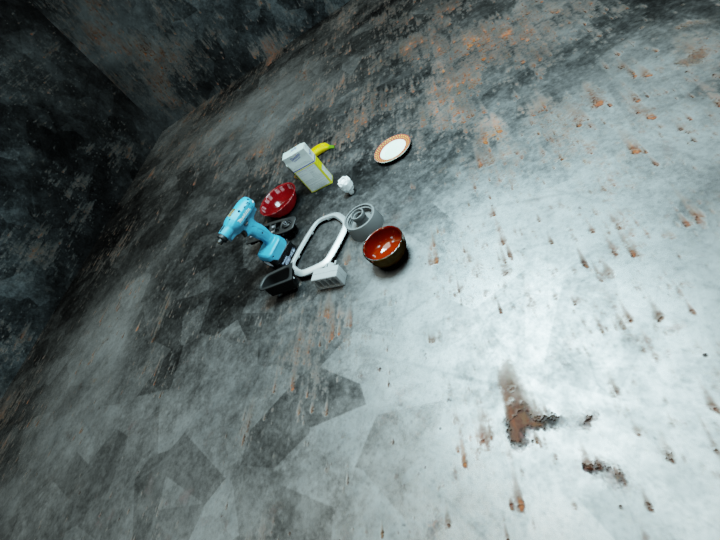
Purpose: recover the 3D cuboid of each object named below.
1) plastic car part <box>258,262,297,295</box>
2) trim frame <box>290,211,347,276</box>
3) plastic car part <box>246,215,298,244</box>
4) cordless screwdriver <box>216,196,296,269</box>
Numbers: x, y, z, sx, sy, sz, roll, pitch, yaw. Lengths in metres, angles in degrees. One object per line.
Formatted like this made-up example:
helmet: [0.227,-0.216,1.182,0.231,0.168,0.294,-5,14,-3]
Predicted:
plastic car part: [-0.229,0.038,1.230,0.119,0.067,0.068,-25,42,21]
trim frame: [-0.126,-0.082,1.284,0.193,0.026,0.250,1,56,41]
plastic car part: [-0.294,-0.127,1.436,0.209,0.063,0.068,-17,45,29]
cordless screwdriver: [-0.315,-0.086,1.280,0.078,0.235,0.159,7,59,45]
